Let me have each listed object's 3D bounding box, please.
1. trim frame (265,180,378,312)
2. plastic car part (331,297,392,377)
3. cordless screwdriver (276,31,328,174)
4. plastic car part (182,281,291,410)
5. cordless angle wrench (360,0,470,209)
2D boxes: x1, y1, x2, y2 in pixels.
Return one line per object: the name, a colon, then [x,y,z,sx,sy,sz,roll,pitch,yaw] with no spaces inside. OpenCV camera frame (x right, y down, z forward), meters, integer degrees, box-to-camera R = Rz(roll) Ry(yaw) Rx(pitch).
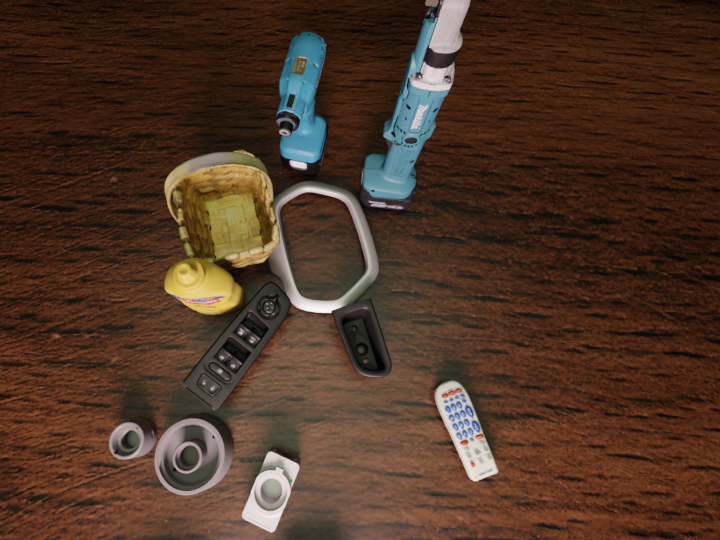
trim frame: [-0.072,-0.047,0.737,0.183,0.027,0.255,-15,72,-6]
plastic car part: [0.002,0.113,0.662,0.065,0.070,0.119,-17,74,-9]
cordless screwdriver: [-0.098,-0.232,0.684,0.074,0.245,0.161,12,73,-2]
plastic car part: [-0.181,0.112,0.661,0.067,0.066,0.202,33,74,7]
cordless angle wrench: [0.069,-0.202,0.586,0.098,0.418,0.075,7,74,-4]
